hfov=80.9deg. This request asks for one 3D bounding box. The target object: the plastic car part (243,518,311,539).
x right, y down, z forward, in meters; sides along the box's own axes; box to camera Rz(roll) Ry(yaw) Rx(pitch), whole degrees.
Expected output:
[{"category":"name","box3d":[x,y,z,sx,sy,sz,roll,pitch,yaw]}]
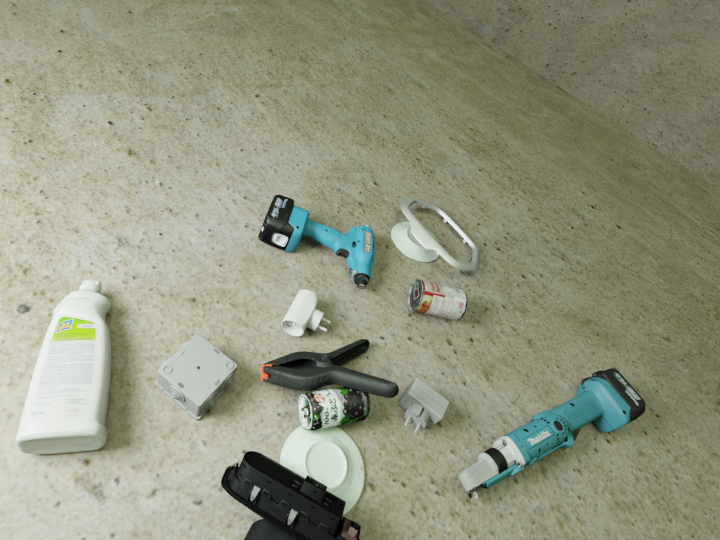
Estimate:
[{"category":"plastic car part","box3d":[-0.098,0.351,0.524,0.118,0.065,0.070,27,30,7]}]

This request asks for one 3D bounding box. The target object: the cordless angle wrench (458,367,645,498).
[{"category":"cordless angle wrench","box3d":[0.333,0.283,0.742,0.409,0.073,0.102,-13,56,-27]}]

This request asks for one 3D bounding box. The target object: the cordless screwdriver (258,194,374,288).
[{"category":"cordless screwdriver","box3d":[-0.086,-0.056,0.883,0.243,0.074,0.163,17,46,-12]}]

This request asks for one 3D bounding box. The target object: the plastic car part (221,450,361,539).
[{"category":"plastic car part","box3d":[-0.087,0.297,0.546,0.207,0.067,0.065,20,9,11]}]

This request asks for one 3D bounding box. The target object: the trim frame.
[{"category":"trim frame","box3d":[0.196,-0.092,1.033,0.177,0.027,0.258,-13,58,-46]}]
